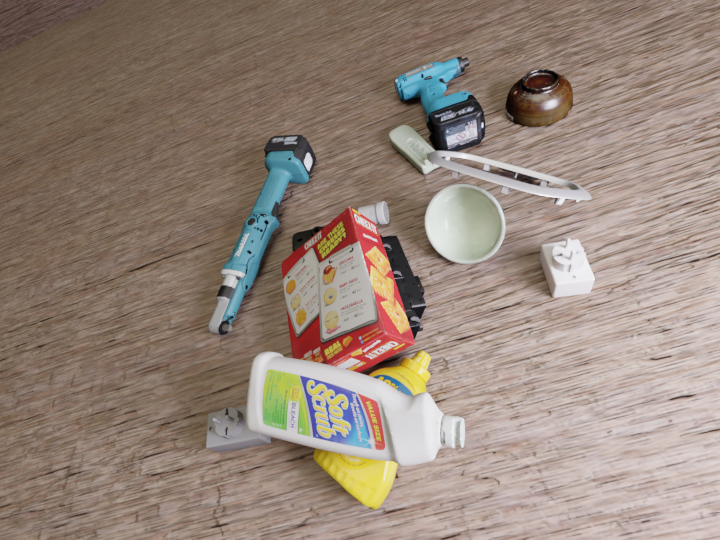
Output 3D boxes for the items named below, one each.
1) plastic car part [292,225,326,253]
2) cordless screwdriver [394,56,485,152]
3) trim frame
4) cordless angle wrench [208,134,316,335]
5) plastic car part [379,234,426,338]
[{"bbox_3d":[-0.071,-0.047,0.729,0.119,0.067,0.068,-15,54,14],"label":"plastic car part"},{"bbox_3d":[0.177,-0.343,0.838,0.160,0.071,0.260,-21,49,6],"label":"cordless screwdriver"},{"bbox_3d":[0.215,-0.146,0.646,0.262,0.027,0.178,25,30,33],"label":"trim frame"},{"bbox_3d":[-0.193,-0.079,0.801,0.102,0.071,0.428,4,61,23],"label":"cordless angle wrench"},{"bbox_3d":[0.054,0.013,0.644,0.066,0.064,0.212,-16,53,-9],"label":"plastic car part"}]
